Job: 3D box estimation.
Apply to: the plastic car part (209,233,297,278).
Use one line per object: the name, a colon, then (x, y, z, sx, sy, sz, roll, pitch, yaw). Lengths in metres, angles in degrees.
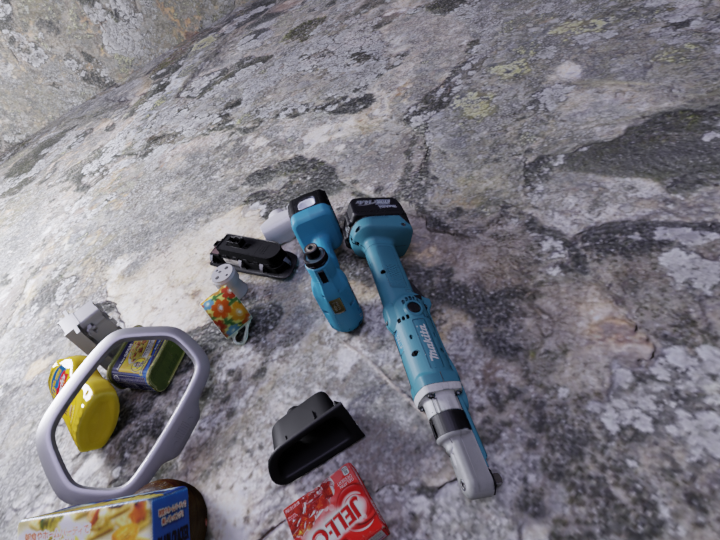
plastic car part: (-0.204, -0.034, 0.783, 0.213, 0.064, 0.066, 13, 48, 31)

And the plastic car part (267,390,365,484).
plastic car part: (-0.066, 0.192, 0.512, 0.116, 0.063, 0.074, -31, 29, -1)

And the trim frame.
trim frame: (-0.318, 0.187, 0.584, 0.185, 0.027, 0.250, 22, 54, 1)

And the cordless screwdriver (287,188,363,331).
cordless screwdriver: (-0.064, -0.042, 0.655, 0.075, 0.151, 0.260, -22, 42, 2)

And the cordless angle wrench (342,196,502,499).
cordless angle wrench: (0.065, 0.063, 0.554, 0.096, 0.072, 0.442, -4, 47, -14)
